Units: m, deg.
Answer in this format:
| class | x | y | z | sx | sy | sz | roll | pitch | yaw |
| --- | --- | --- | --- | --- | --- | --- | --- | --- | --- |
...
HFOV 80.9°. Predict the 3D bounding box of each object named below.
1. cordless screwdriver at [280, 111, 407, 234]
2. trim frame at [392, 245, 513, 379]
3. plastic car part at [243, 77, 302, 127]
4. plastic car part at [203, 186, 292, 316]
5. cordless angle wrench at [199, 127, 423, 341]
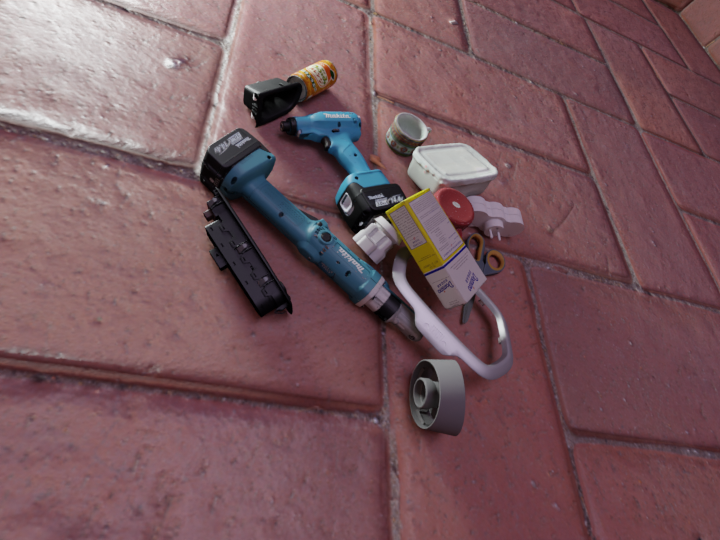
| class | x | y | z | sx | sy | sz | roll | pitch | yaw |
| --- | --- | --- | --- | --- | --- | --- | --- | --- | --- |
| cordless screwdriver | -0.035 | -0.184 | 0.744 | 0.153 | 0.074 | 0.258 | -10 | 62 | -29 |
| trim frame | 0.147 | 0.058 | 0.671 | 0.251 | 0.028 | 0.180 | 47 | 41 | 5 |
| plastic car part | -0.171 | -0.322 | 0.779 | 0.073 | 0.065 | 0.115 | 34 | 48 | 13 |
| plastic car part | -0.164 | -0.016 | 0.589 | 0.066 | 0.066 | 0.207 | -34 | 79 | -27 |
| cordless angle wrench | -0.063 | -0.041 | 0.647 | 0.424 | 0.075 | 0.097 | 43 | 53 | 1 |
